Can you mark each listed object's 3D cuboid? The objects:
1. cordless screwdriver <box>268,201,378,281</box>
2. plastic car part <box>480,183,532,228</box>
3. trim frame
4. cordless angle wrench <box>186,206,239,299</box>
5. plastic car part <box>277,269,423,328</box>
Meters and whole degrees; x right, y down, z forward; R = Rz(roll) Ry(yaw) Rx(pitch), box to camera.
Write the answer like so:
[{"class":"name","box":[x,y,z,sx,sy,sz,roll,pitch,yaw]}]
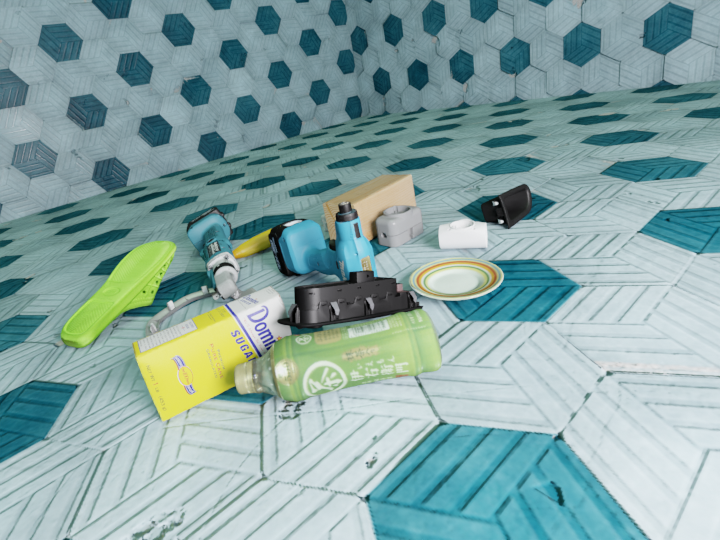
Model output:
[{"class":"cordless screwdriver","box":[-0.068,-0.044,0.694,0.072,0.155,0.262,-24,24,-29]},{"class":"plastic car part","box":[0.281,-0.126,0.832,0.074,0.065,0.113,-8,16,47]},{"class":"trim frame","box":[-0.247,0.076,0.674,0.180,0.027,0.262,-23,25,-24]},{"class":"cordless angle wrench","box":[-0.291,-0.039,0.855,0.097,0.071,0.443,-34,29,-9]},{"class":"plastic car part","box":[-0.009,0.036,0.534,0.195,0.066,0.070,-10,14,-38]}]
